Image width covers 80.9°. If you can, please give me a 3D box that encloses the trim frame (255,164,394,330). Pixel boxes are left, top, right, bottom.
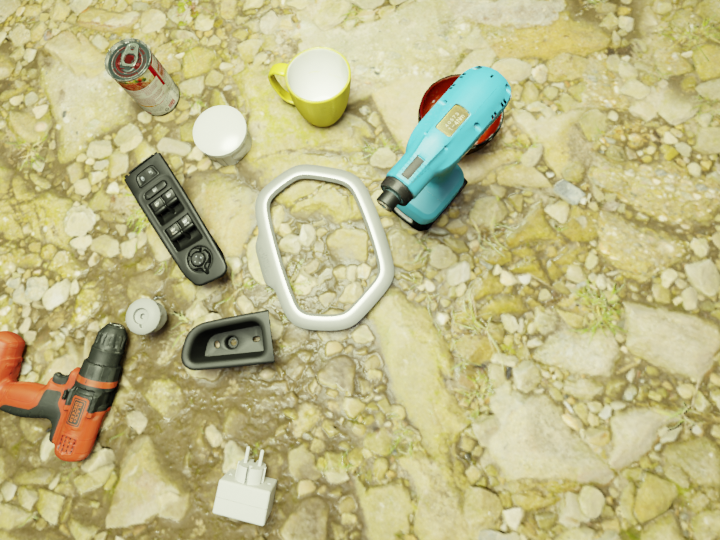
[{"bbox_3d":[-0.059,-0.038,0.599,0.184,0.027,0.253,-19,77,1],"label":"trim frame"}]

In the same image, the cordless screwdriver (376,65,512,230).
[{"bbox_3d":[0.073,-0.104,0.488,0.076,0.245,0.159,40,84,6],"label":"cordless screwdriver"}]

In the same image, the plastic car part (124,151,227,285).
[{"bbox_3d":[-0.255,-0.066,0.604,0.066,0.066,0.208,-34,78,-3],"label":"plastic car part"}]

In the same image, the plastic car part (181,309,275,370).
[{"bbox_3d":[-0.169,0.095,0.560,0.117,0.069,0.067,-9,80,2],"label":"plastic car part"}]
